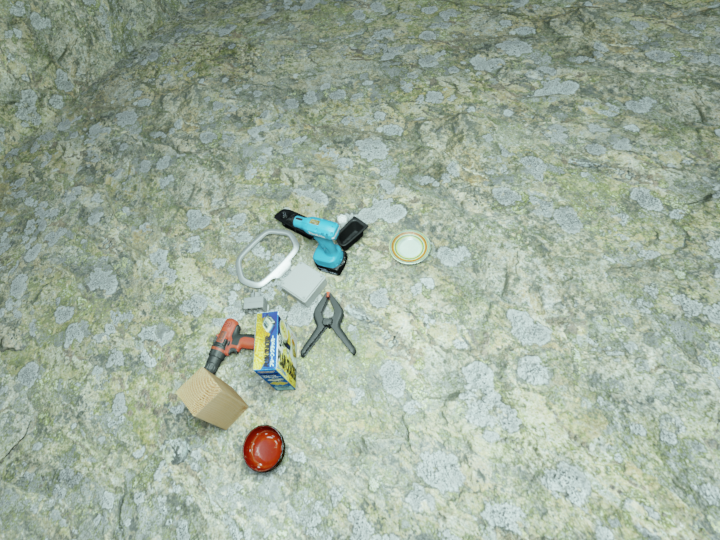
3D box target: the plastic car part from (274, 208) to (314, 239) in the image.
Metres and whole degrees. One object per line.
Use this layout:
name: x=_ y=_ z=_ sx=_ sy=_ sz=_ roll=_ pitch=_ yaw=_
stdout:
plastic car part: x=-0.212 y=-0.159 z=1.484 sx=0.212 sy=0.064 sz=0.066 roll=29 pitch=69 yaw=25

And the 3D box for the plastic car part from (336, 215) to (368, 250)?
plastic car part: x=-0.033 y=-0.113 z=1.414 sx=0.069 sy=0.068 sz=0.116 roll=37 pitch=73 yaw=26

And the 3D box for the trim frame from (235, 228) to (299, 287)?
trim frame: x=-0.324 y=-0.046 z=1.464 sx=0.193 sy=0.026 sz=0.247 roll=34 pitch=72 yaw=27

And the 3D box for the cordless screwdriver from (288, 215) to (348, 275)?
cordless screwdriver: x=-0.129 y=-0.084 z=1.318 sx=0.165 sy=0.239 sz=0.075 roll=18 pitch=64 yaw=18
